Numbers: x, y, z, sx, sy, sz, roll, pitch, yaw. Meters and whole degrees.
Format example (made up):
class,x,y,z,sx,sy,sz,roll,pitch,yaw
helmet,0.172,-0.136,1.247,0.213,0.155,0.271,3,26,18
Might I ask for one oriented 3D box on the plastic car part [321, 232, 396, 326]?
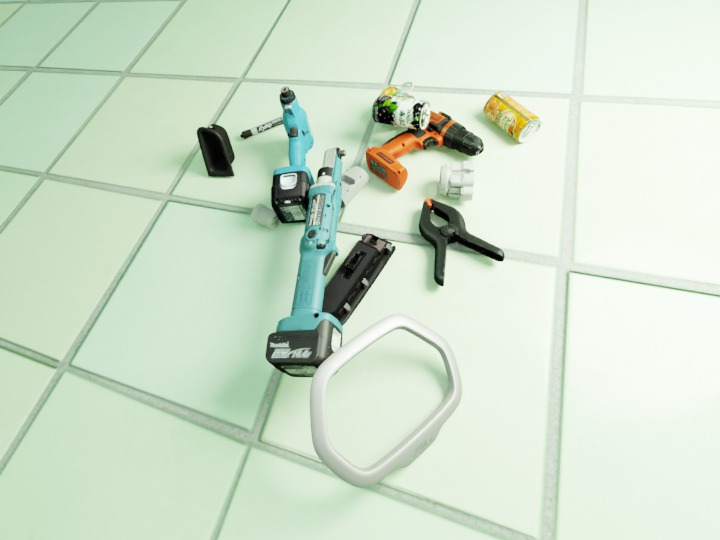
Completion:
class,x,y,z,sx,sy,sz,roll,pitch,yaw
plastic car part,-0.015,0.014,0.720,0.069,0.065,0.203,28,72,17

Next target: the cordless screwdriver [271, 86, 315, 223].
class,x,y,z,sx,sy,sz,roll,pitch,yaw
cordless screwdriver,-0.132,-0.227,0.833,0.075,0.153,0.256,-6,61,6

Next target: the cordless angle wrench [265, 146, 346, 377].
class,x,y,z,sx,sy,sz,roll,pitch,yaw
cordless angle wrench,-0.069,-0.045,0.701,0.101,0.070,0.433,-8,57,20

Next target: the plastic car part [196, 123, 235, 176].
class,x,y,z,sx,sy,sz,roll,pitch,yaw
plastic car part,-0.312,-0.273,0.936,0.067,0.112,0.072,3,37,12

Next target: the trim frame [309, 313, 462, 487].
class,x,y,z,sx,sy,sz,roll,pitch,yaw
trim frame,0.039,0.171,0.577,0.243,0.028,0.185,-32,87,-27
